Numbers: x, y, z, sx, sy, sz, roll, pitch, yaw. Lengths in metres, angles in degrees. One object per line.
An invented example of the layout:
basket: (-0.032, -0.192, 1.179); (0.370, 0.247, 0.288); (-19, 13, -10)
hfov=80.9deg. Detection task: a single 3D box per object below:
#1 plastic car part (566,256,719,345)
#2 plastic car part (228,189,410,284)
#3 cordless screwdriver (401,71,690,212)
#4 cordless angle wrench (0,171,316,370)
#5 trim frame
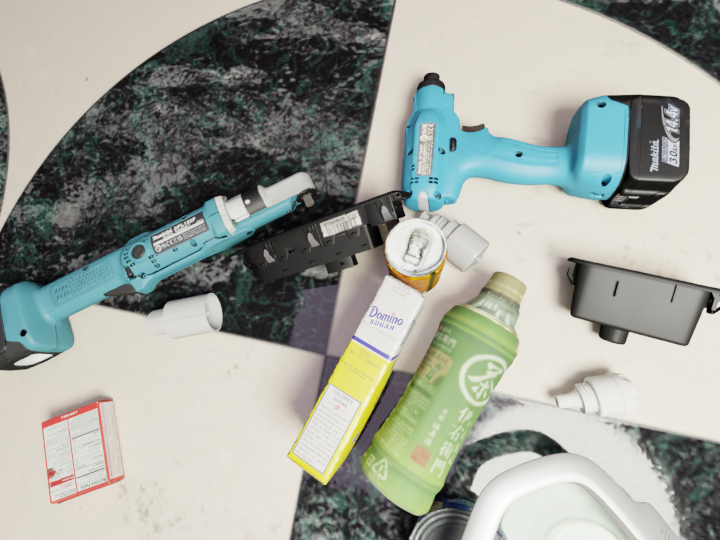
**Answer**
plastic car part: (0.244, 0.033, 0.383); (0.120, 0.064, 0.071); (11, 93, 17)
plastic car part: (-0.044, -0.029, 0.446); (0.209, 0.065, 0.066); (-13, 101, 22)
cordless screwdriver: (0.171, -0.139, 0.435); (0.256, 0.071, 0.161); (3, 76, 17)
cordless angle wrench: (-0.247, -0.013, 0.497); (0.424, 0.072, 0.101); (-26, 73, 2)
trim frame: (0.178, 0.262, 0.320); (0.183, 0.027, 0.252); (-37, 83, -5)
